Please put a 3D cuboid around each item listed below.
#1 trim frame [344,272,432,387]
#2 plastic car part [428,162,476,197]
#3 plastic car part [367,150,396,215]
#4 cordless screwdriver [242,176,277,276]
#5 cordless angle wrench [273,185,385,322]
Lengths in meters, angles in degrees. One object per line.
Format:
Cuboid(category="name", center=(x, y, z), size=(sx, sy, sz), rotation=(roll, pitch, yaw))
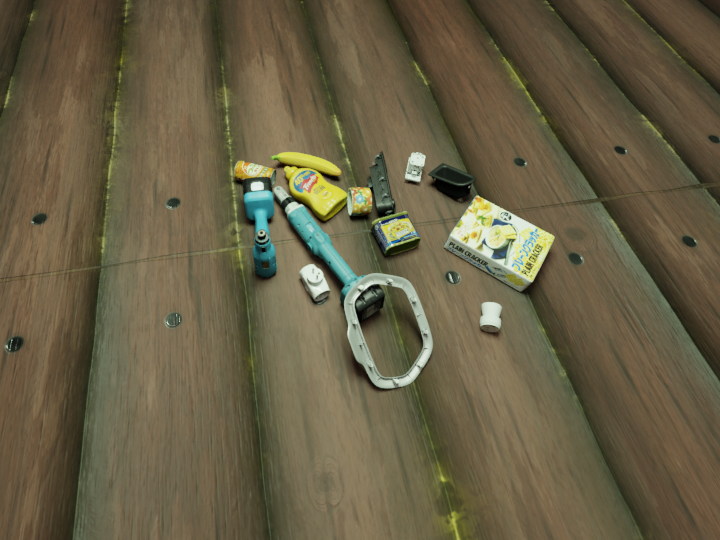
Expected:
Cuboid(category="trim frame", center=(0.060, 0.125, 0.888), size=(0.181, 0.028, 0.247), rotation=(-21, 94, -17))
Cuboid(category="plastic car part", center=(0.250, -0.234, 1.150), size=(0.065, 0.068, 0.123), rotation=(-38, 53, -23))
Cuboid(category="plastic car part", center=(0.056, -0.227, 1.143), size=(0.067, 0.064, 0.210), rotation=(-12, 60, -1))
Cuboid(category="cordless screwdriver", center=(-0.240, -0.125, 1.014), size=(0.073, 0.155, 0.258), rotation=(-7, 58, -11))
Cuboid(category="cordless angle wrench", center=(-0.100, -0.066, 1.026), size=(0.073, 0.095, 0.442), rotation=(-30, 62, -17))
